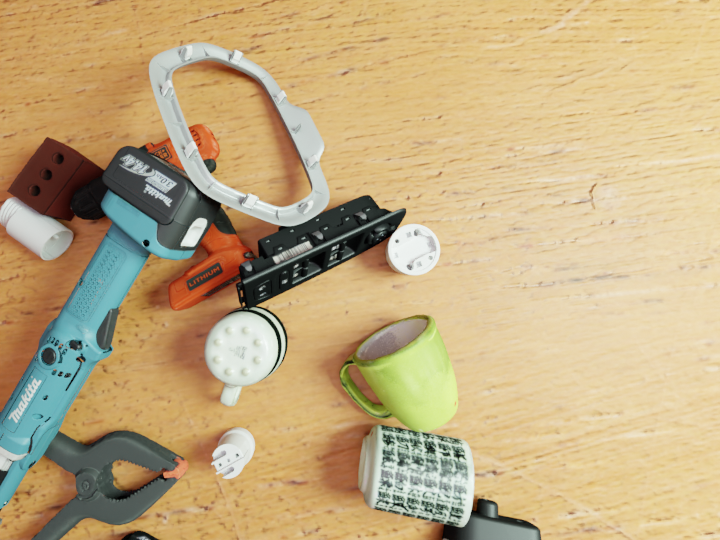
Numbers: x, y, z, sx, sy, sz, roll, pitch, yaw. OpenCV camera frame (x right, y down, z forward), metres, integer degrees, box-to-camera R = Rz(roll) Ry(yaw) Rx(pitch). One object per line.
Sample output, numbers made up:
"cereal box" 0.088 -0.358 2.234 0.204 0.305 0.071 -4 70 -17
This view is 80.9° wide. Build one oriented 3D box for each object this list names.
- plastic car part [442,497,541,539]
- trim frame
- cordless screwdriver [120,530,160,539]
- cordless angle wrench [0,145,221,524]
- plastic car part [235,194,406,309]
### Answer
"plastic car part" 0.138 0.280 0.438 0.118 0.064 0.072 12 70 5
"trim frame" -0.120 -0.155 0.453 0.028 0.176 0.256 -44 66 41
"cordless screwdriver" -0.235 0.321 0.344 0.158 0.250 0.074 27 85 -5
"cordless angle wrench" -0.290 0.080 0.425 0.100 0.073 0.423 33 94 7
"plastic car part" -0.045 -0.029 0.460 0.199 0.064 0.070 -23 59 -18
